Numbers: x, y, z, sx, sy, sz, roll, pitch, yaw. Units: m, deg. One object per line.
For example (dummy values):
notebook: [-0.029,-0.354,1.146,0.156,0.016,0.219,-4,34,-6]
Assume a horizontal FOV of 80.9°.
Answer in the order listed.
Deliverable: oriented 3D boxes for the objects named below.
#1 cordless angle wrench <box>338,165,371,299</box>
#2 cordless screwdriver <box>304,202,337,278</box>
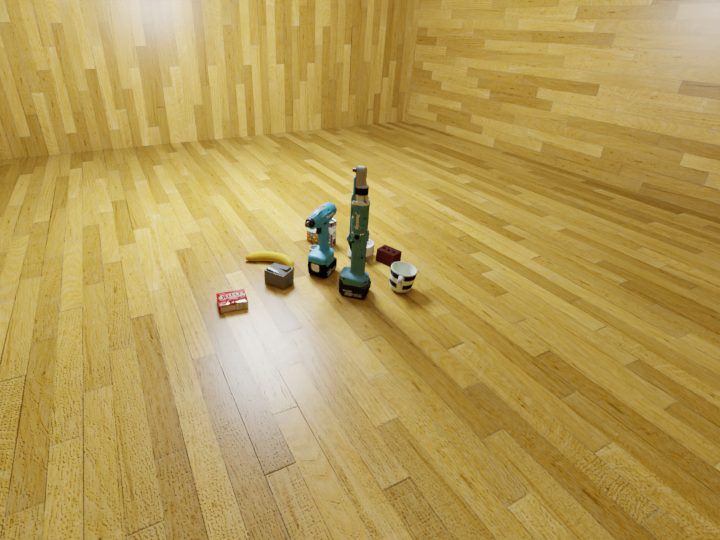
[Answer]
cordless angle wrench: [-0.007,-0.110,1.277,0.100,0.412,0.074,11,29,13]
cordless screwdriver: [-0.138,-0.090,1.406,0.077,0.242,0.157,16,31,21]
